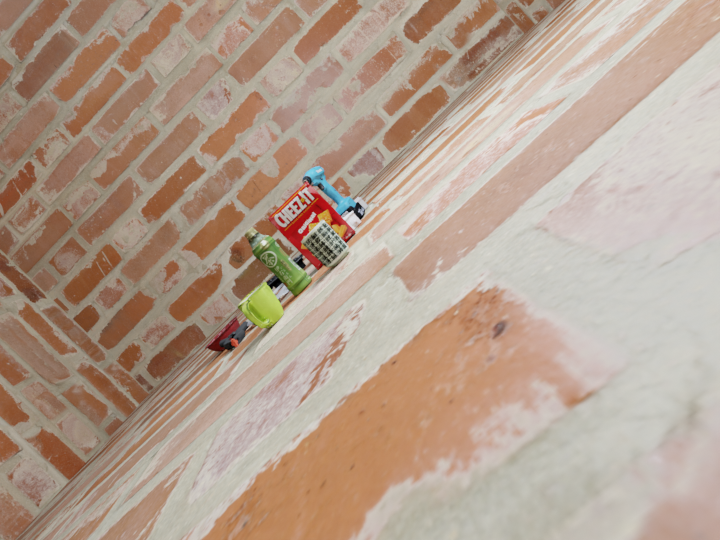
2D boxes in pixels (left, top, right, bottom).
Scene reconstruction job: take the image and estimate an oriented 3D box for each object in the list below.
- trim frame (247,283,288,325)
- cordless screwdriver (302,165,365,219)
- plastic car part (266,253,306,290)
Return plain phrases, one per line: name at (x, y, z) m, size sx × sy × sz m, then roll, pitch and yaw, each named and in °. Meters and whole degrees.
trim frame at (-0.303, 0.107, 1.437) m, size 0.186 × 0.027 × 0.249 m, roll -40°, pitch 11°, yaw 25°
cordless screwdriver at (-0.099, -0.254, 1.473) m, size 0.075 × 0.247 × 0.159 m, roll -42°, pitch 6°, yaw 25°
plastic car part at (-0.281, 0.018, 1.599) m, size 0.202 × 0.066 × 0.067 m, roll -46°, pitch 7°, yaw -9°
